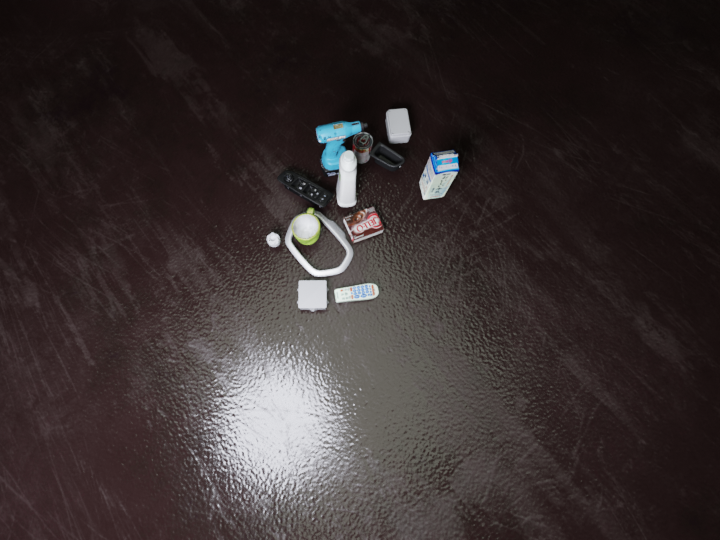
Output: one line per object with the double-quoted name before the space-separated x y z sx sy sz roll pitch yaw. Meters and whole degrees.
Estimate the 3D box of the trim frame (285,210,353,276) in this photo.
"trim frame" -0.138 -0.090 1.407 0.183 0.027 0.255 -40 75 -11

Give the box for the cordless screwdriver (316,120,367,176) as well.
"cordless screwdriver" -0.063 -0.407 1.397 0.158 0.244 0.076 -12 75 -6

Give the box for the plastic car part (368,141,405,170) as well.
"plastic car part" 0.093 -0.384 1.477 0.119 0.069 0.066 36 76 11

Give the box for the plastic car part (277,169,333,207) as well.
"plastic car part" -0.191 -0.278 1.451 0.207 0.066 0.066 33 75 11
